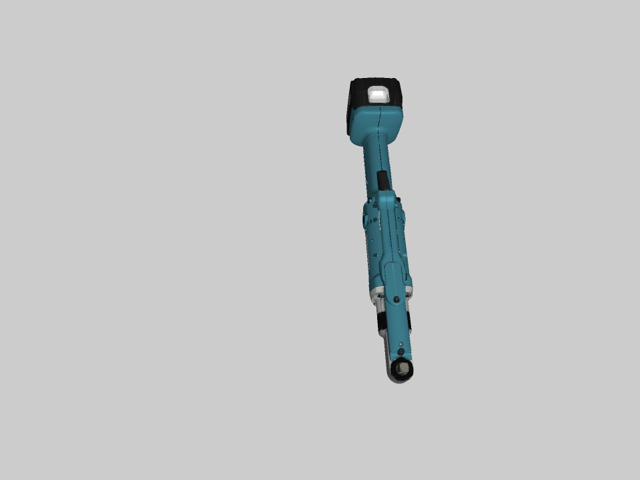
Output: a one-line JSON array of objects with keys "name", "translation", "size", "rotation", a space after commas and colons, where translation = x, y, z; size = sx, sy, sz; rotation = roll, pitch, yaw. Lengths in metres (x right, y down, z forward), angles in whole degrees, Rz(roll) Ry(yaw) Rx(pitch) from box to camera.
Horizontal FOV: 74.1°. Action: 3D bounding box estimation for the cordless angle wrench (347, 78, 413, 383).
[{"name": "cordless angle wrench", "translation": [0.084, -0.030, 0.566], "size": [0.074, 0.421, 0.098], "rotation": [-1, -25, -2]}]
